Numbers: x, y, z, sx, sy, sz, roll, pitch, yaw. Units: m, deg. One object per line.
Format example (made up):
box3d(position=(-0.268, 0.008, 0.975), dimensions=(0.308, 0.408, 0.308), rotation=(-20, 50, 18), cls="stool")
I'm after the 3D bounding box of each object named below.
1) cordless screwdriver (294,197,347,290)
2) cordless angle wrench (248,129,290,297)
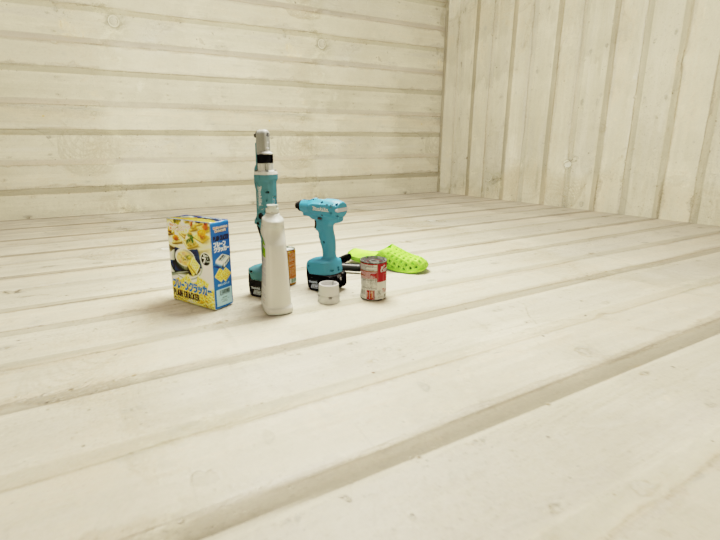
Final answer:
box3d(position=(-0.112, -0.074, 1.150), dimensions=(0.167, 0.245, 0.071), rotation=(11, 16, 36), cls="cordless screwdriver")
box3d(position=(-0.239, -0.140, 1.076), dimensions=(0.102, 0.417, 0.072), rotation=(8, 15, 28), cls="cordless angle wrench")
